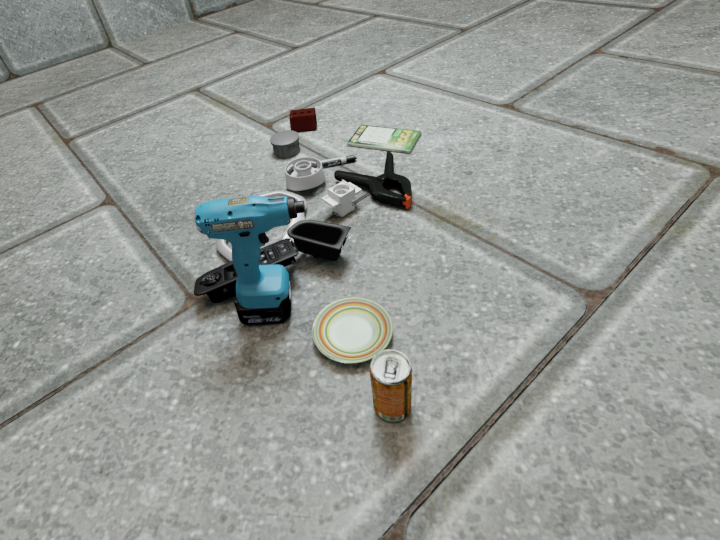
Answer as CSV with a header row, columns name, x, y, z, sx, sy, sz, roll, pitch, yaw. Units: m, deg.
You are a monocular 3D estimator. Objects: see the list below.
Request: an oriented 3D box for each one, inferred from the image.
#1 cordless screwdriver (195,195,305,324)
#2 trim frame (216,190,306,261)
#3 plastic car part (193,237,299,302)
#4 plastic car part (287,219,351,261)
name,x,y,z,sx,sy,sz,roll,pitch,yaw
cordless screwdriver,-0.153,-0.016,0.687,0.160,0.239,0.077,-5,44,2
trim frame,-0.212,-0.098,0.931,0.189,0.026,0.252,4,46,14
plastic car part,-0.214,0.006,0.801,0.200,0.064,0.070,-21,46,-11
plastic car part,-0.081,-0.053,0.833,0.121,0.068,0.066,11,47,20
